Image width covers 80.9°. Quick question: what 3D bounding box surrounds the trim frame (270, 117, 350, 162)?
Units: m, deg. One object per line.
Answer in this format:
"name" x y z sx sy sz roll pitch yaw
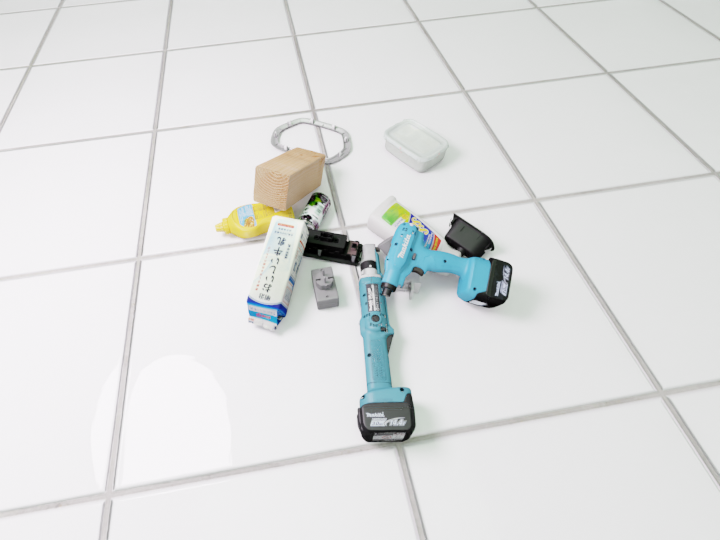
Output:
"trim frame" -0.146 -0.387 1.248 0.256 0.027 0.184 22 59 15

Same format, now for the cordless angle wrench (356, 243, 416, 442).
"cordless angle wrench" 0.031 0.111 0.851 0.098 0.072 0.437 -3 52 -2

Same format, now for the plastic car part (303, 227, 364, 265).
"plastic car part" -0.097 -0.063 0.990 0.207 0.064 0.067 8 62 11

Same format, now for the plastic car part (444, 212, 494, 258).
"plastic car part" 0.242 -0.066 0.981 0.070 0.063 0.122 -44 66 -10

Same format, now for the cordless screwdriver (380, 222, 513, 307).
"cordless screwdriver" 0.170 0.014 0.870 0.250 0.073 0.160 21 75 3
